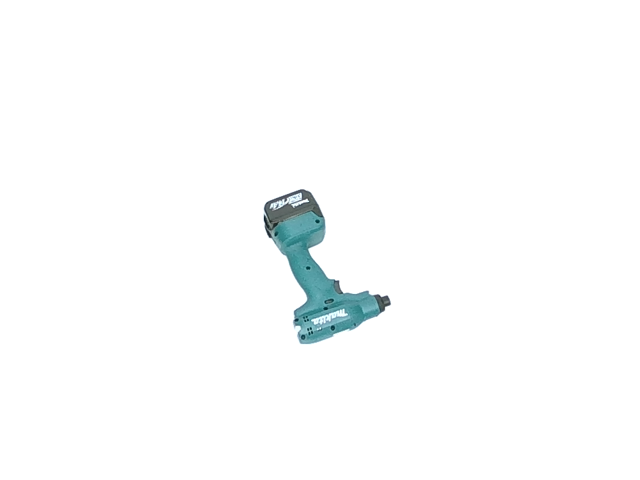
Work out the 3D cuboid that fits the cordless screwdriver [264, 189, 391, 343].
[{"bbox_3d":[0.004,0.035,0.713,0.159,0.248,0.074,-17,-22,-10],"label":"cordless screwdriver"}]
